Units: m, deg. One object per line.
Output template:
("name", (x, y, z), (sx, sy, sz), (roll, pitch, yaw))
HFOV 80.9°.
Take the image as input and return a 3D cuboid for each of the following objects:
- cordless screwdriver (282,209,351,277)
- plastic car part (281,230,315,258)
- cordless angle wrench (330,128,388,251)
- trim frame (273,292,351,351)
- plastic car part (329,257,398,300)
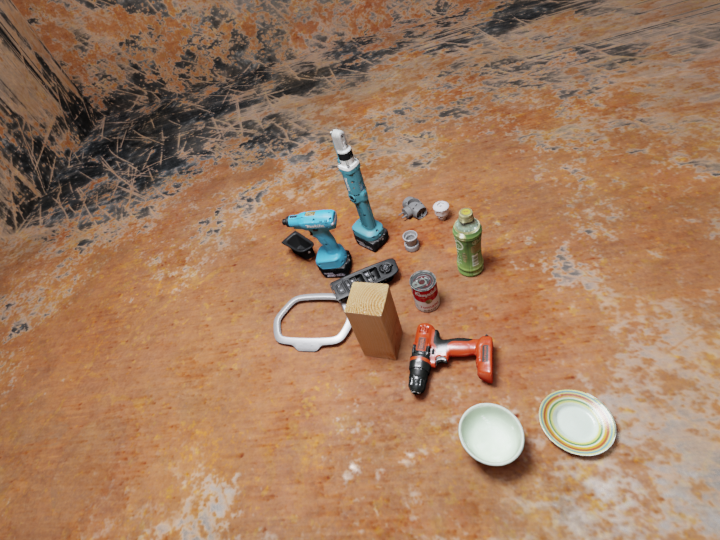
("cordless screwdriver", (-0.123, -0.080, 1.254), (0.164, 0.237, 0.076), (-1, 49, 19))
("plastic car part", (-0.193, -0.072, 1.392), (0.065, 0.067, 0.123), (-43, 49, -18))
("cordless angle wrench", (-0.009, -0.225, 1.220), (0.103, 0.403, 0.074), (29, 63, 36))
("trim frame", (-0.137, 0.143, 1.210), (0.256, 0.026, 0.188), (-4, 50, 19))
("plastic car part", (0.019, 0.033, 1.219), (0.202, 0.064, 0.070), (-27, 46, -2))
